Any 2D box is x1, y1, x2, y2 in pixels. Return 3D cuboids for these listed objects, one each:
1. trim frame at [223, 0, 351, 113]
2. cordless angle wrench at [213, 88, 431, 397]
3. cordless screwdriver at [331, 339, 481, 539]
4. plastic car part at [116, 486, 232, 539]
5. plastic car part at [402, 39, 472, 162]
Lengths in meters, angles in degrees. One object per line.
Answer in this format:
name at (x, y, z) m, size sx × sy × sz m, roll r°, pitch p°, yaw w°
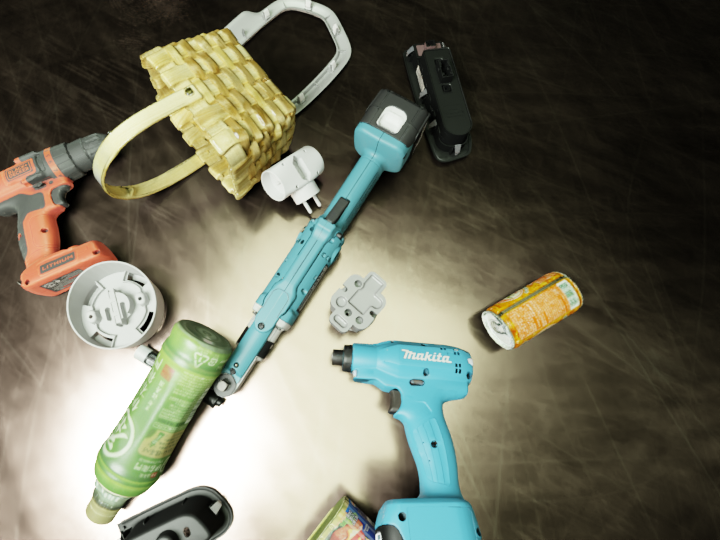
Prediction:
trim frame at (-0.127, -0.328, 0.646) m, size 0.188 × 0.027 × 0.248 m, roll 38°, pitch 78°, yaw 11°
cordless angle wrench at (-0.052, -0.034, 0.527) m, size 0.075 × 0.097 × 0.423 m, roll 31°, pitch 79°, yaw 5°
cordless screwdriver at (0.043, 0.189, 0.432) m, size 0.159 × 0.072 × 0.255 m, roll 3°, pitch 53°, yaw -1°
plastic car part at (-0.197, 0.274, 0.432) m, size 0.116 × 0.070 × 0.067 m, roll -26°, pitch 79°, yaw -6°
plastic car part at (0.120, -0.255, 0.609) m, size 0.065 × 0.067 × 0.207 m, roll -6°, pitch 75°, yaw -12°
